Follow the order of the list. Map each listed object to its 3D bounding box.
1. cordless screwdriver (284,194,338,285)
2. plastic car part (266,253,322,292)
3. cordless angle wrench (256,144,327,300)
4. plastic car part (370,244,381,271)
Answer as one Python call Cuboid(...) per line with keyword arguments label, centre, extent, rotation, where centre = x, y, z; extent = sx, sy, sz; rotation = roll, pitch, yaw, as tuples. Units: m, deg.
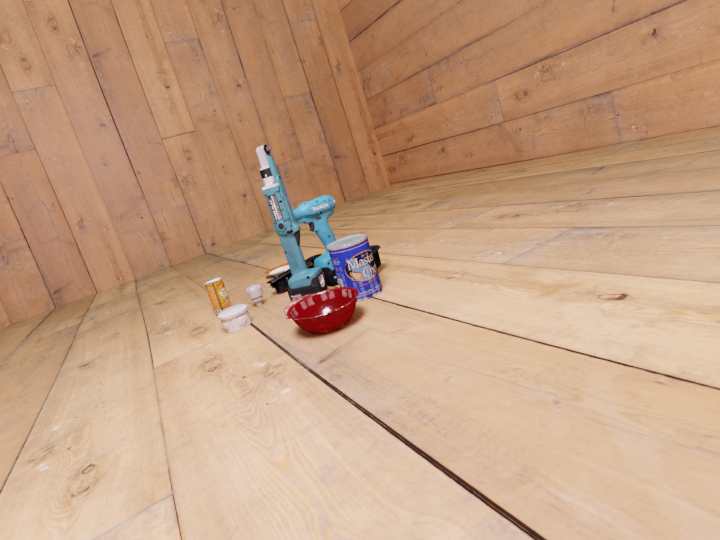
Cuboid(label="cordless screwdriver", centre=(-0.117, -0.077, 1.199), extent=(0.155, 0.245, 0.077), rotation=(-23, 12, -29))
Cuboid(label="plastic car part", centre=(-0.205, 0.013, 1.332), extent=(0.197, 0.066, 0.069), rotation=(-27, 15, -33))
Cuboid(label="cordless angle wrench", centre=(-0.196, -0.121, 1.112), extent=(0.101, 0.416, 0.073), rotation=(-13, 10, 21))
Cuboid(label="plastic car part", centre=(0.025, -0.021, 1.173), extent=(0.069, 0.070, 0.114), rotation=(-9, 16, 36))
